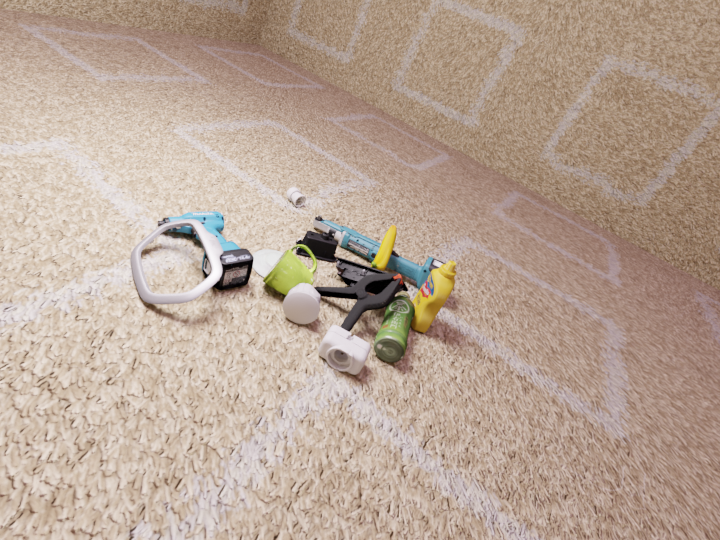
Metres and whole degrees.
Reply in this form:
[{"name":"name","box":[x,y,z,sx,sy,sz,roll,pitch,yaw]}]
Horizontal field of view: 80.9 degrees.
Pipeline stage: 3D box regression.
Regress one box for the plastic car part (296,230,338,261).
[{"name":"plastic car part","box":[-0.113,-0.074,1.158,0.114,0.070,0.068,12,34,-13]}]

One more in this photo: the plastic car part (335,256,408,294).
[{"name":"plastic car part","box":[0.018,0.023,1.053,0.213,0.063,0.067,14,52,32]}]

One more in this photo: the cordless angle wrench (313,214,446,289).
[{"name":"cordless angle wrench","box":[0.048,-0.054,1.224,0.434,0.097,0.073,26,31,13]}]

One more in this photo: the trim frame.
[{"name":"trim frame","box":[-0.382,-0.023,0.882,0.181,0.026,0.262,-28,49,-14]}]

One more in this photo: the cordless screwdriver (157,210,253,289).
[{"name":"cordless screwdriver","box":[-0.360,-0.059,0.979,0.152,0.073,0.263,-8,39,-38]}]
